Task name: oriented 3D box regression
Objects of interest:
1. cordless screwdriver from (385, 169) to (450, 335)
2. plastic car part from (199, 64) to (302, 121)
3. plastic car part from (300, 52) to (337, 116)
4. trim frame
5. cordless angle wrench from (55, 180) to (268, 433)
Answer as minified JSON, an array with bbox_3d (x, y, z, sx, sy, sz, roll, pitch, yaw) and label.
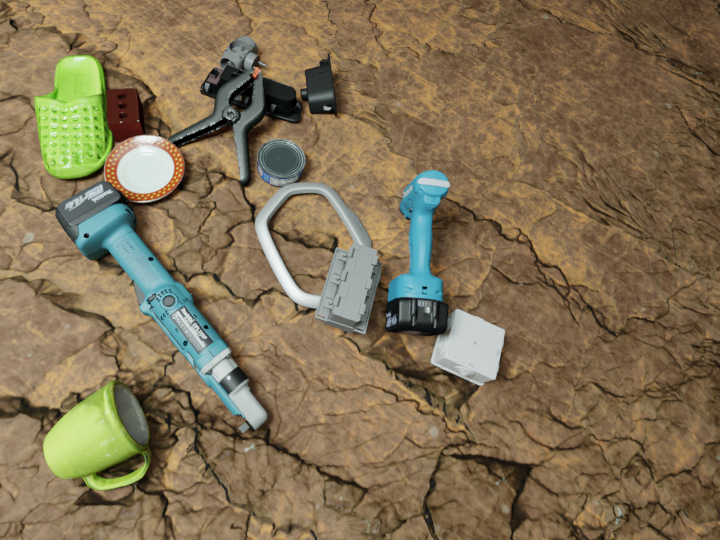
[{"bbox_3d":[0.087,-0.023,0.683,0.074,0.159,0.251,7,80,-8],"label":"cordless screwdriver"},{"bbox_3d":[-0.204,-0.350,0.817,0.202,0.066,0.067,21,56,-3],"label":"plastic car part"},{"bbox_3d":[-0.086,-0.363,0.847,0.071,0.064,0.119,-5,69,2],"label":"plastic car part"},{"bbox_3d":[-0.070,-0.046,0.713,0.181,0.027,0.257,-25,70,-18],"label":"trim frame"},{"bbox_3d":[-0.275,0.051,0.610,0.096,0.074,0.431,-38,79,-24],"label":"cordless angle wrench"}]
